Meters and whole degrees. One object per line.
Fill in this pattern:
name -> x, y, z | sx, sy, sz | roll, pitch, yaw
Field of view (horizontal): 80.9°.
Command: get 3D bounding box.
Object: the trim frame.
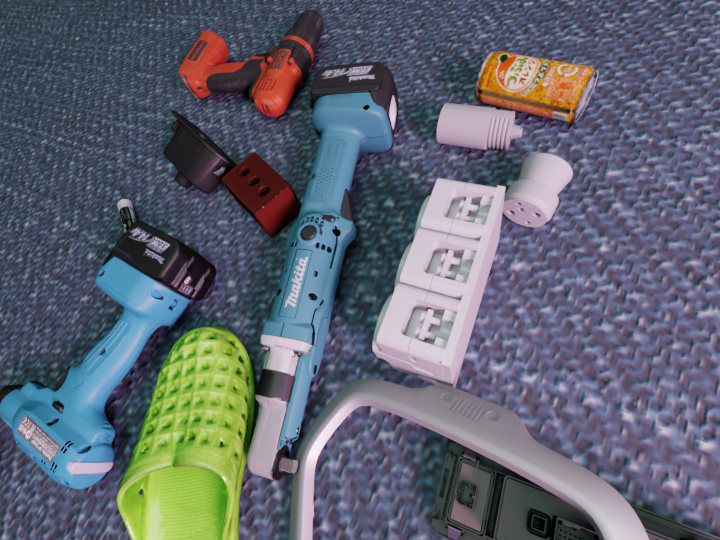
trim frame -> 0.044, 0.168, 0.274 | 0.262, 0.026, 0.185 | 9, 69, 44

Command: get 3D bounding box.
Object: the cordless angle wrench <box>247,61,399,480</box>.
cordless angle wrench -> -0.042, -0.027, 0.426 | 0.101, 0.071, 0.429 | 4, 66, 19

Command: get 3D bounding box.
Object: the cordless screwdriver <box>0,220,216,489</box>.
cordless screwdriver -> -0.273, 0.069, 0.447 | 0.166, 0.071, 0.250 | 17, 73, 25

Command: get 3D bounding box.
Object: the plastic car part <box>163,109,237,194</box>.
plastic car part -> -0.218, -0.145, 0.555 | 0.071, 0.063, 0.122 | -47, 62, 7

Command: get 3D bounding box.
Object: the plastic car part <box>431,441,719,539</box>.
plastic car part -> 0.151, 0.170, 0.260 | 0.211, 0.064, 0.067 | 14, 61, 21
